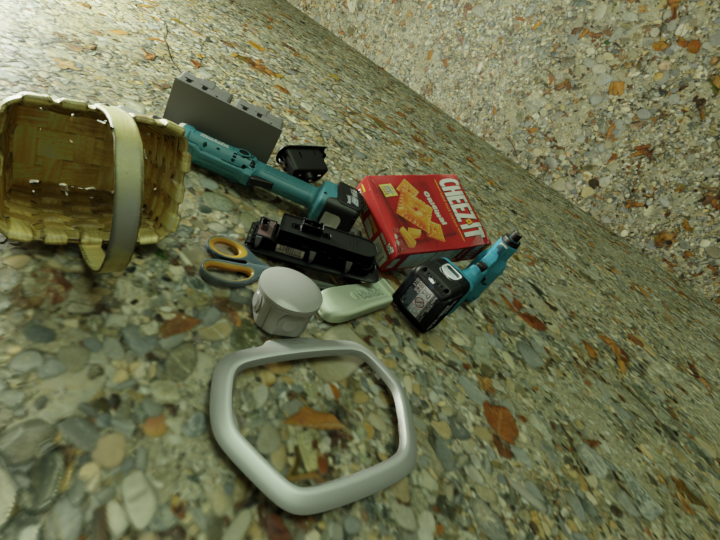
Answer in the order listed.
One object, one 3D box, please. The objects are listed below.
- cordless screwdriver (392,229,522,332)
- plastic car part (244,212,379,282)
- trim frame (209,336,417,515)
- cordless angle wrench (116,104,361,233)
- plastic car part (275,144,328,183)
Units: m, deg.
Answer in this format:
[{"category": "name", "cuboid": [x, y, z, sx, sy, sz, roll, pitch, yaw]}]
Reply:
[{"category": "cordless screwdriver", "cuboid": [0.171, 0.006, 0.695, 0.239, 0.159, 0.077, -14, 56, -49]}, {"category": "plastic car part", "cuboid": [-0.060, -0.039, 0.617, 0.199, 0.066, 0.068, 20, 32, -9]}, {"category": "trim frame", "cuboid": [-0.039, 0.142, 0.442, 0.237, 0.027, 0.193, 0, 44, -39]}, {"category": "cordless angle wrench", "cuboid": [-0.202, -0.172, 0.705, 0.414, 0.074, 0.100, 23, 32, -11]}, {"category": "plastic car part", "cuboid": [-0.112, -0.209, 0.852, 0.112, 0.067, 0.073, -16, 70, -48]}]
